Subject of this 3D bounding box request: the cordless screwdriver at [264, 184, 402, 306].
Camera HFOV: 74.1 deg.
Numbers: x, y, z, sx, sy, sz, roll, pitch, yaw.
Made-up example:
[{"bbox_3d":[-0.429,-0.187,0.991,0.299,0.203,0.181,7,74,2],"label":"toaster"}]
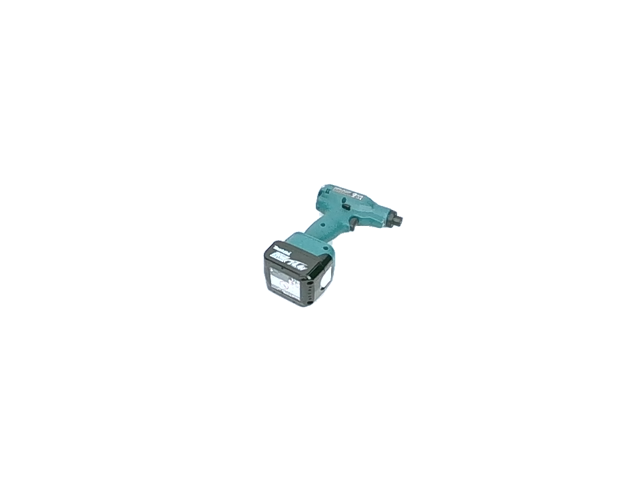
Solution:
[{"bbox_3d":[0.025,0.002,0.705,0.160,0.074,0.247,20,46,19],"label":"cordless screwdriver"}]
